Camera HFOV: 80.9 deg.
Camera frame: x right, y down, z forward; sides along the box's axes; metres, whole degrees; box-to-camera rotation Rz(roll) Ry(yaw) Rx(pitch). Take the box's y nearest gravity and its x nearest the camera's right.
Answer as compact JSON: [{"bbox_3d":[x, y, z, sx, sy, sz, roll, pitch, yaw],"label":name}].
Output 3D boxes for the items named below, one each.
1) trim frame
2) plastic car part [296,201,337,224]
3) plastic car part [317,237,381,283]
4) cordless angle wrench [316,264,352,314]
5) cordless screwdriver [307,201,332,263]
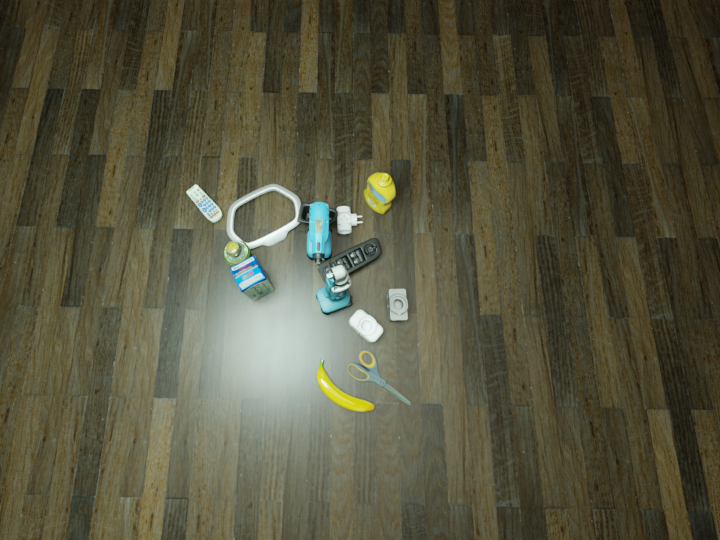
[{"bbox_3d":[-0.301,-0.167,1.320,0.247,0.027,0.188,-29,77,-7],"label":"trim frame"},{"bbox_3d":[-0.130,-0.161,1.295,0.117,0.070,0.066,12,76,2],"label":"plastic car part"},{"bbox_3d":[-0.029,-0.027,1.260,0.201,0.066,0.068,-29,79,-8],"label":"plastic car part"},{"bbox_3d":[-0.060,0.044,1.059,0.097,0.418,0.076,-20,80,-9],"label":"cordless angle wrench"},{"bbox_3d":[-0.115,-0.076,1.181,0.074,0.246,0.161,1,77,-5],"label":"cordless screwdriver"}]
